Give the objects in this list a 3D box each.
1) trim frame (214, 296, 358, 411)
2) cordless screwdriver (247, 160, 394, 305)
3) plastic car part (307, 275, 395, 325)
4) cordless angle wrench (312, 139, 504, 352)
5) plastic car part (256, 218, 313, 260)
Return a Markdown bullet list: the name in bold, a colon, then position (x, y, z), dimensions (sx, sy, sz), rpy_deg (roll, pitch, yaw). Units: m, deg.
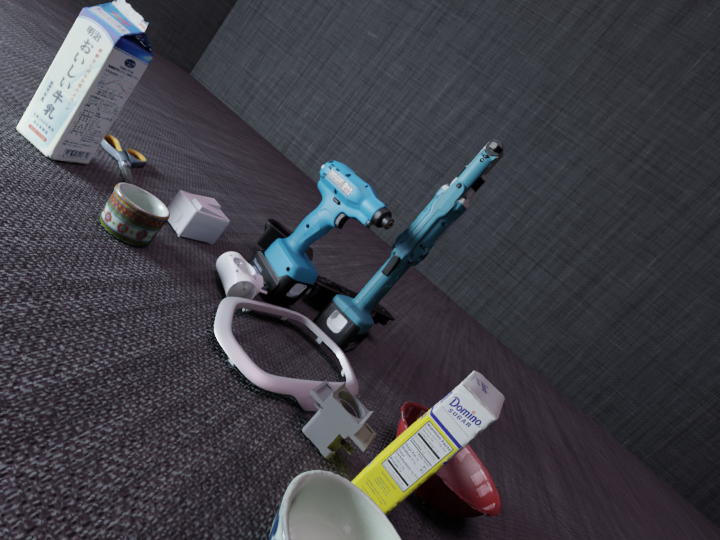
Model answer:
- **trim frame**: position (-0.096, 0.108, 0.574), dimensions (0.234, 0.027, 0.194), rpy_deg (25, 18, -50)
- **cordless screwdriver**: position (-0.067, -0.044, 0.690), dimensions (0.168, 0.249, 0.070), rpy_deg (48, 14, 33)
- **plastic car part**: position (-0.029, 0.066, 0.847), dimensions (0.193, 0.067, 0.069), rpy_deg (32, 14, -30)
- **cordless angle wrench**: position (0.085, -0.039, 0.703), dimensions (0.077, 0.424, 0.094), rpy_deg (45, 13, 20)
- **plastic car part**: position (-0.160, -0.046, 0.857), dimensions (0.114, 0.071, 0.067), rpy_deg (37, 12, -13)
